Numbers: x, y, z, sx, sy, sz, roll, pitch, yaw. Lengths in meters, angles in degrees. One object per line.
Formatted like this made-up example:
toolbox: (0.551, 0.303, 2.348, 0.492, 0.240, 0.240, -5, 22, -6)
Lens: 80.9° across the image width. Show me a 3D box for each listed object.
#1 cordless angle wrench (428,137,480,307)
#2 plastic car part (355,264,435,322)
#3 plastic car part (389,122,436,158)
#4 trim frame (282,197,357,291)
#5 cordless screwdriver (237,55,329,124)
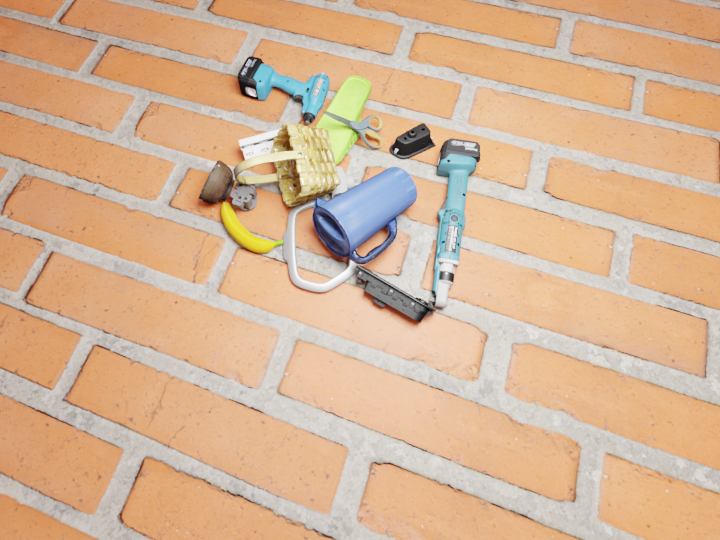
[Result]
cordless angle wrench: (0.218, -0.117, 1.019, 0.099, 0.073, 0.428, 9, 72, 5)
plastic car part: (0.073, 0.057, 0.961, 0.208, 0.065, 0.067, 26, 82, 12)
plastic car part: (0.138, -0.345, 1.110, 0.115, 0.069, 0.068, -27, 71, -11)
trim frame: (-0.101, -0.066, 1.038, 0.184, 0.027, 0.254, -5, 70, 0)
cordless screwdriver: (-0.222, -0.503, 1.190, 0.251, 0.073, 0.161, 15, 71, 4)
